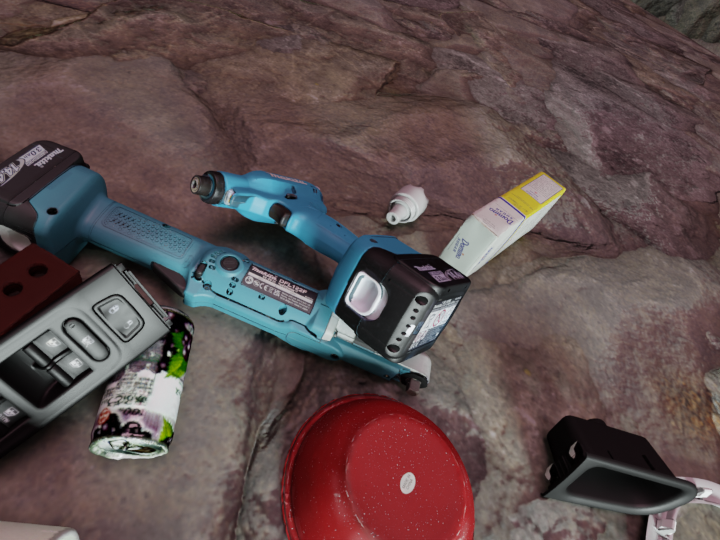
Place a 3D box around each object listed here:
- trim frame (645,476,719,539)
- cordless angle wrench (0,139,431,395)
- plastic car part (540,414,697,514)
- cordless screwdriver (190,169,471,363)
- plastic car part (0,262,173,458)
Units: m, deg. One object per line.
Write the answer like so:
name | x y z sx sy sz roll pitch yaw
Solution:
trim frame | 0.336 0.297 0.332 0.178 0.027 0.260 -6 52 -24
cordless angle wrench | -0.128 0.009 0.395 0.422 0.074 0.099 24 47 -1
plastic car part | 0.222 0.169 0.385 0.114 0.065 0.073 14 34 -11
cordless screwdriver | -0.038 -0.025 0.388 0.263 0.074 0.151 38 22 34
plastic car part | -0.234 0.072 0.279 0.201 0.063 0.071 -43 42 -22
